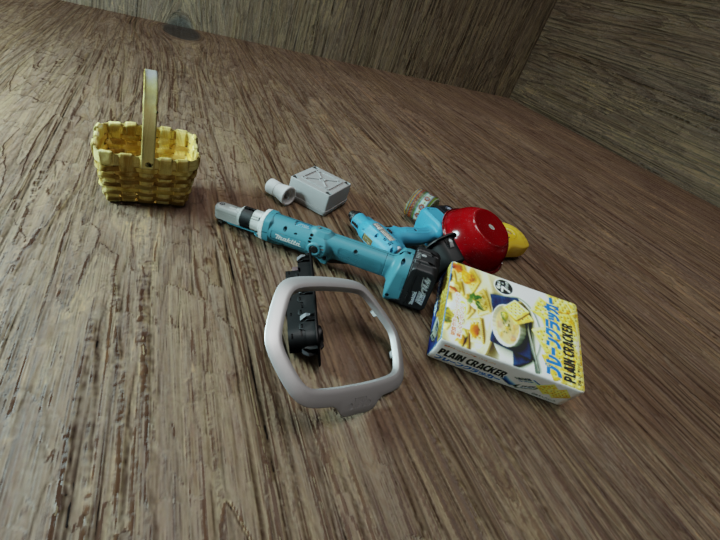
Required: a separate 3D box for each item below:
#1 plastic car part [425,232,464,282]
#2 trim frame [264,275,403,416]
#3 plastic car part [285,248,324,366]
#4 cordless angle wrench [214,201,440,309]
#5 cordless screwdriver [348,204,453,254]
[{"bbox_3d":[0.147,-0.012,0.798,0.063,0.118,0.073,-10,68,-38],"label":"plastic car part"},{"bbox_3d":[-0.026,0.093,0.560,0.236,0.028,0.190,6,56,-48],"label":"trim frame"},{"bbox_3d":[-0.089,0.051,0.636,0.066,0.065,0.212,-2,38,-14],"label":"plastic car part"},{"bbox_3d":[-0.075,-0.049,0.766,0.431,0.096,0.074,20,36,10],"label":"cordless angle wrench"},{"bbox_3d":[0.103,-0.093,0.920,0.240,0.073,0.168,-14,46,-33],"label":"cordless screwdriver"}]
